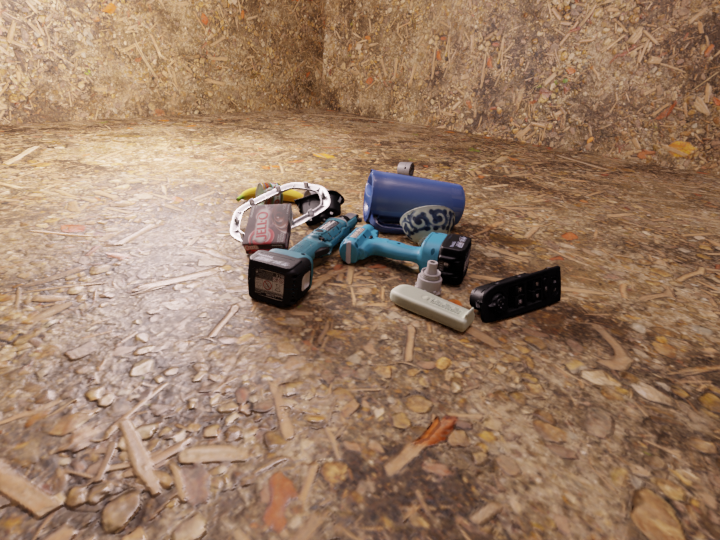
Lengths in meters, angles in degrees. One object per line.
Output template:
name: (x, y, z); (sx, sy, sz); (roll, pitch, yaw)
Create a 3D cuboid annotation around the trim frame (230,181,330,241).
trim frame: (-0.188, -0.141, 0.979); (0.244, 0.026, 0.195); (-29, 46, -17)

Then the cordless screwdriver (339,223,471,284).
cordless screwdriver: (0.095, -0.049, 0.872); (0.258, 0.072, 0.157); (9, 26, 19)

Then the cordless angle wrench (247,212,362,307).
cordless angle wrench: (-0.085, -0.055, 0.866); (0.101, 0.073, 0.418); (12, 25, 15)

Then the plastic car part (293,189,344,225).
plastic car part: (-0.097, -0.145, 1.026); (0.119, 0.062, 0.073); (-13, 49, 15)

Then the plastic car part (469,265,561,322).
plastic car part: (0.264, 0.036, 0.731); (0.196, 0.065, 0.071); (-14, 22, -32)
